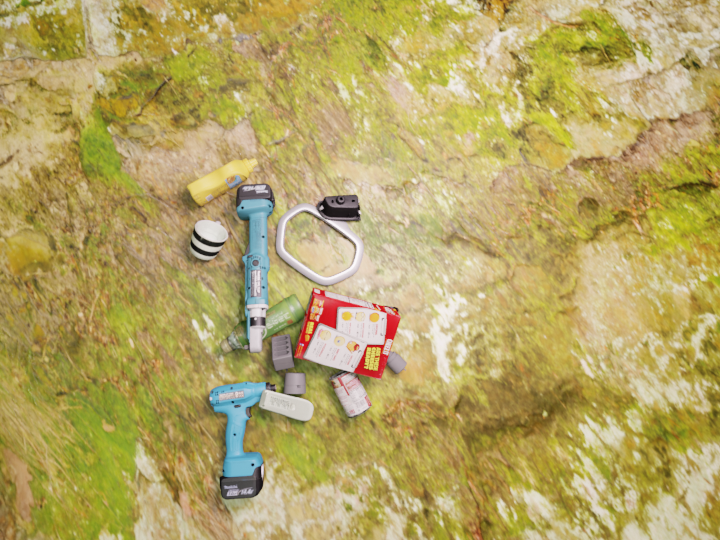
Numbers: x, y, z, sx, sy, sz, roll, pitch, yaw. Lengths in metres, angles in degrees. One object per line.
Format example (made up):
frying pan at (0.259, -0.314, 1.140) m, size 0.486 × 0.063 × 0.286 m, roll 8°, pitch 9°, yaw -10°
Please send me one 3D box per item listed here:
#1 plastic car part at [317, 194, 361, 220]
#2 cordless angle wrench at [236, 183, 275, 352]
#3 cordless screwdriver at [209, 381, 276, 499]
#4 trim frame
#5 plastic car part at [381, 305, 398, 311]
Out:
plastic car part at (-0.050, -0.172, 1.108) m, size 0.114 × 0.071 × 0.067 m, roll -1°, pitch 70°, yaw -14°
cordless angle wrench at (-0.259, -0.012, 1.051) m, size 0.098 × 0.073 × 0.432 m, roll -4°, pitch 70°, yaw -3°
cordless screwdriver at (-0.268, 0.396, 1.010) m, size 0.159 × 0.073 × 0.253 m, roll -9°, pitch 76°, yaw -3°
trim frame at (-0.110, -0.072, 1.123) m, size 0.252 × 0.027 × 0.184 m, roll 33°, pitch 82°, yaw 7°
plastic car part at (-0.002, 0.117, 1.068) m, size 0.203 × 0.066 × 0.067 m, roll -3°, pitch 88°, yaw -1°
